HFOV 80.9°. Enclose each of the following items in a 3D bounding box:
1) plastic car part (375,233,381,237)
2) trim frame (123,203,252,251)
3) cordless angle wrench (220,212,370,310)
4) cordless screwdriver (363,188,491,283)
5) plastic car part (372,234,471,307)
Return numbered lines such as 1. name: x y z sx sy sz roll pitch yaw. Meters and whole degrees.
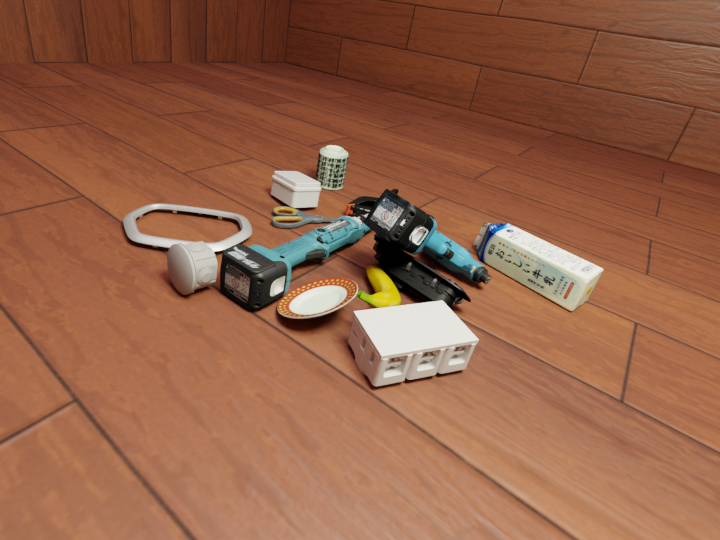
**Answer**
1. plastic car part: 0.092 -0.102 0.924 0.112 0.070 0.070 -14 37 -39
2. trim frame: -0.338 -0.088 0.833 0.247 0.027 0.189 5 32 -4
3. cordless angle wrench: -0.078 -0.051 0.802 0.102 0.073 0.411 26 33 24
4. cordless screwdriver: 0.129 -0.049 0.764 0.235 0.074 0.168 24 14 -47
5. plastic car part: 0.095 0.009 0.748 0.214 0.063 0.067 31 74 35
